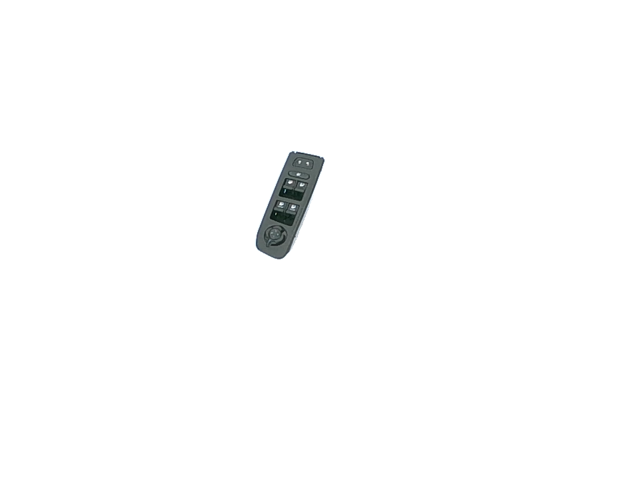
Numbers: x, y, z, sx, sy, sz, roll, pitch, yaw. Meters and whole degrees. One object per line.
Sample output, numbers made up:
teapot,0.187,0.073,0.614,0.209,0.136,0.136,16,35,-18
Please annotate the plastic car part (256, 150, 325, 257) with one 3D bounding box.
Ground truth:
plastic car part,-0.054,-0.058,0.733,0.066,0.202,0.067,18,-26,4
